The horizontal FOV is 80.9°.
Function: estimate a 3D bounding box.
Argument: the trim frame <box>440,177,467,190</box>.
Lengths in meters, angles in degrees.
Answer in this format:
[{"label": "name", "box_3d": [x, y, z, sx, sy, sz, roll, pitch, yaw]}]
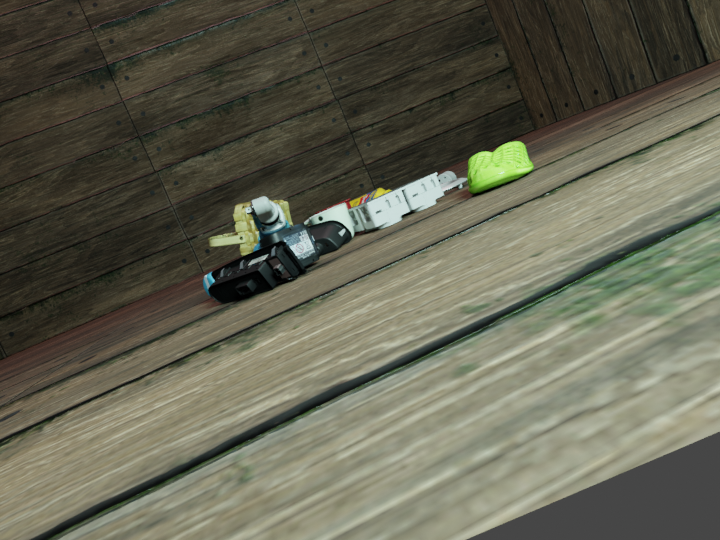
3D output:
[{"label": "trim frame", "box_3d": [0.154, -0.185, 1.082, 0.256, 0.027, 0.180, -16, 11, 28]}]

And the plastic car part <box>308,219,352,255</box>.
[{"label": "plastic car part", "box_3d": [-0.083, -0.054, 0.846, 0.121, 0.064, 0.071, -14, 26, 32]}]

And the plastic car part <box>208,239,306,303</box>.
[{"label": "plastic car part", "box_3d": [-0.184, 0.016, 0.696, 0.211, 0.063, 0.067, -14, 37, 40]}]

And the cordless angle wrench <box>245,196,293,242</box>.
[{"label": "cordless angle wrench", "box_3d": [-0.177, -0.083, 0.868, 0.097, 0.075, 0.422, -20, -4, -8]}]

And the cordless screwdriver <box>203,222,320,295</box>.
[{"label": "cordless screwdriver", "box_3d": [-0.178, -0.018, 0.813, 0.257, 0.074, 0.154, -20, 6, 41]}]
